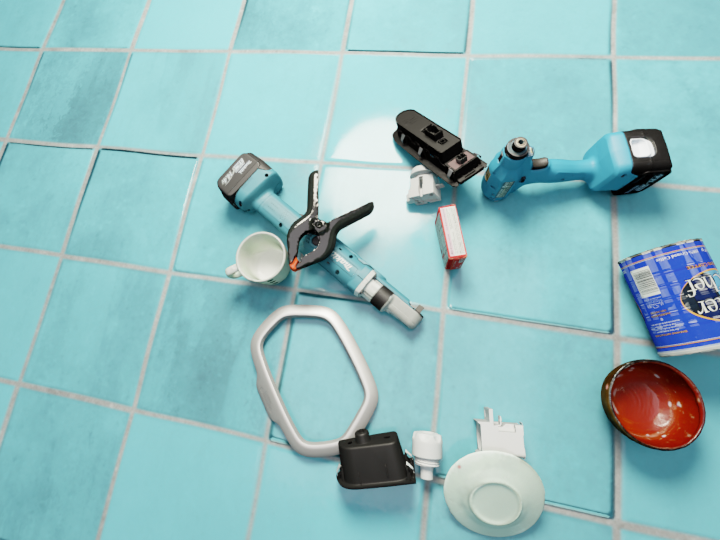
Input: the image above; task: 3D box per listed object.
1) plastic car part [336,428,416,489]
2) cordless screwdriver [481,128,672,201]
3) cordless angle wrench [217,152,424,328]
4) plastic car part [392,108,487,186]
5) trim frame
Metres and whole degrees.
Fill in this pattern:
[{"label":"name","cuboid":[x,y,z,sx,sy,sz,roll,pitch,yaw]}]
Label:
[{"label":"plastic car part","cuboid":[0.016,0.267,0.613,0.118,0.065,0.071,-9,90,8]},{"label":"cordless screwdriver","cuboid":[0.324,-0.165,0.641,0.252,0.155,0.076,-4,76,6]},{"label":"cordless angle wrench","cuboid":[-0.071,-0.047,0.729,0.436,0.072,0.098,40,84,16]},{"label":"plastic car part","cuboid":[0.116,-0.219,0.714,0.066,0.063,0.214,-40,45,2]},{"label":"trim frame","cuboid":[-0.082,0.171,0.688,0.184,0.027,0.256,-30,72,0]}]
